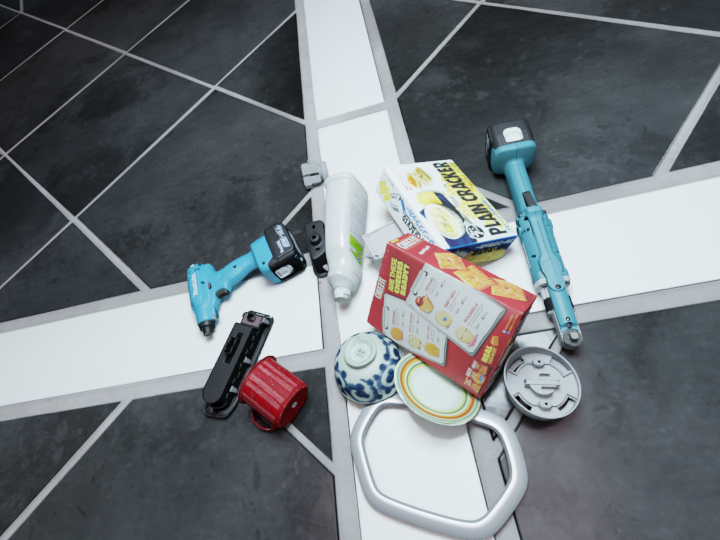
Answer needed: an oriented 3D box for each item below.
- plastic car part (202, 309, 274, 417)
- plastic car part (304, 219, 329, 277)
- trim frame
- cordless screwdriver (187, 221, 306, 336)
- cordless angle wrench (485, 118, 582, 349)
[{"bbox_3d":[-0.228,0.163,0.768,0.068,0.064,0.205,13,67,15],"label":"plastic car part"},{"bbox_3d":[-0.082,-0.054,0.842,0.067,0.067,0.121,-18,54,8],"label":"plastic car part"},{"bbox_3d":[0.105,0.268,0.614,0.257,0.026,0.187,4,62,22],"label":"trim frame"},{"bbox_3d":[-0.231,0.018,0.848,0.250,0.070,0.166,-26,56,6],"label":"cordless screwdriver"},{"bbox_3d":[0.299,-0.075,0.727,0.076,0.093,0.435,-10,62,10],"label":"cordless angle wrench"}]
